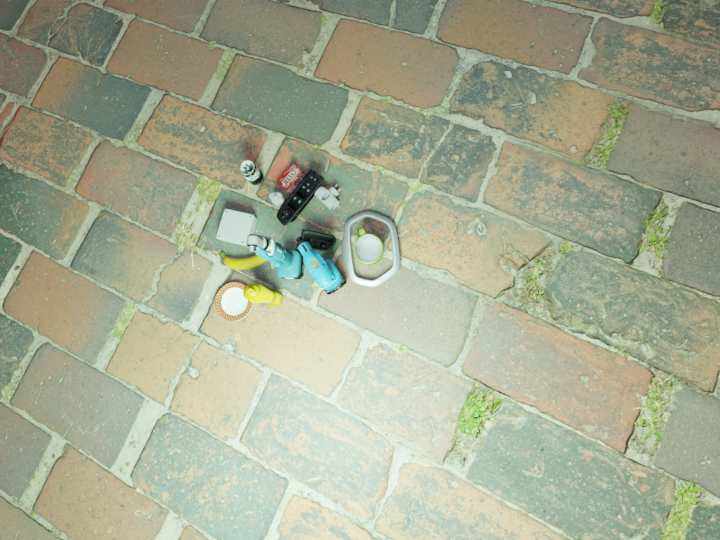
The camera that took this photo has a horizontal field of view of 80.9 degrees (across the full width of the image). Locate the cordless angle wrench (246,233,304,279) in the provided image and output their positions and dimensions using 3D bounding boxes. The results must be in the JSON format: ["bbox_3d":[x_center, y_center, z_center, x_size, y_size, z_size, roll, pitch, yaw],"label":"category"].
[{"bbox_3d":[-0.239,-0.046,1.192,0.075,0.413,0.099,1,82,5],"label":"cordless angle wrench"}]

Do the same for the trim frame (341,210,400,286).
[{"bbox_3d":[0.029,-0.071,1.348,0.187,0.027,0.252,-8,78,9],"label":"trim frame"}]

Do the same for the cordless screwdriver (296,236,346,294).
[{"bbox_3d":[-0.119,-0.012,1.252,0.074,0.243,0.163,-35,79,0],"label":"cordless screwdriver"}]

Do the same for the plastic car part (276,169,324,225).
[{"bbox_3d":[-0.201,-0.235,1.403,0.068,0.065,0.203,39,88,12],"label":"plastic car part"}]

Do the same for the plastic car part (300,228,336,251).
[{"bbox_3d":[-0.133,-0.087,1.359,0.119,0.069,0.066,11,82,11],"label":"plastic car part"}]
